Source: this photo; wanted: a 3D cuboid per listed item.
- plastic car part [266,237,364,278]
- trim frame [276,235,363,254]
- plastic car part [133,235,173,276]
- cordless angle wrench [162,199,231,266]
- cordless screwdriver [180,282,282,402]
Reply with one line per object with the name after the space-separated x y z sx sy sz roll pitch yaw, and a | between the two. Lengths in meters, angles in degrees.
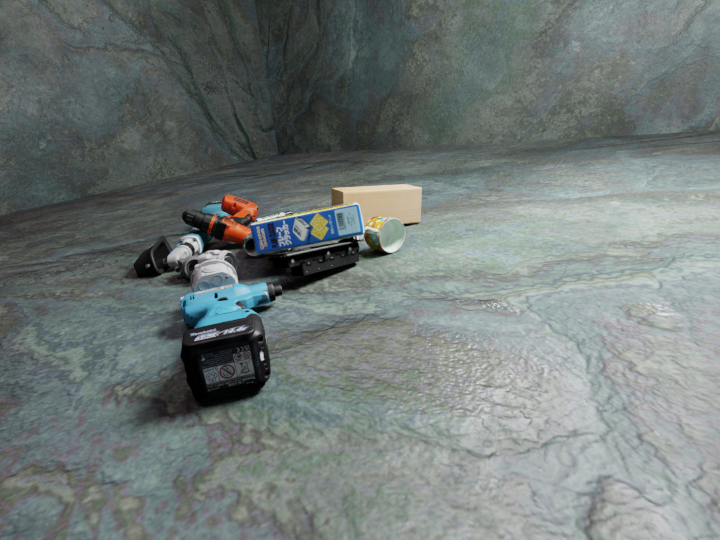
-0.070 -0.024 0.796 0.196 0.067 0.069 -20 2 -38 | plastic car part
-0.095 -0.062 0.967 0.190 0.027 0.247 -1 24 20 | trim frame
-0.480 -0.023 0.967 0.071 0.064 0.119 -21 23 6 | plastic car part
-0.421 -0.102 1.131 0.098 0.072 0.432 -6 23 1 | cordless angle wrench
-0.167 0.072 0.585 0.156 0.073 0.259 -13 18 -17 | cordless screwdriver
